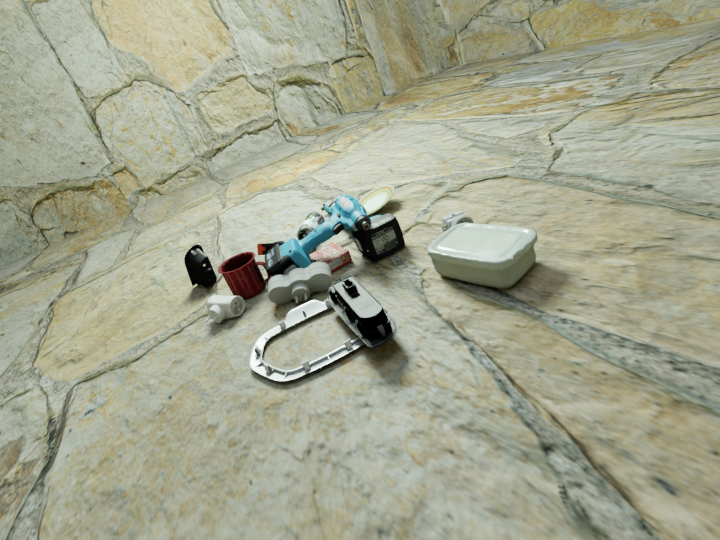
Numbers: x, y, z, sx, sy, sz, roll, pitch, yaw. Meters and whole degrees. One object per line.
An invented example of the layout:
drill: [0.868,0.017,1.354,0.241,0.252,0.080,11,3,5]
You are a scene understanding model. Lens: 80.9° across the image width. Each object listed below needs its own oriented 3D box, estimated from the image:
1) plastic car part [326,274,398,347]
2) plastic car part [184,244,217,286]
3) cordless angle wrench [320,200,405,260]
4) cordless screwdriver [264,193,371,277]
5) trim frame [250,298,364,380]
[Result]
plastic car part: [-0.002,0.054,0.705,0.065,0.065,0.213,-20,28,-15]
plastic car part: [-0.411,-0.003,1.105,0.075,0.112,0.065,31,52,29]
cordless angle wrench: [-0.022,-0.133,1.093,0.097,0.072,0.442,-28,26,-10]
cordless screwdriver: [-0.090,-0.059,0.918,0.249,0.071,0.166,-40,31,3]
trim frame: [-0.081,0.108,0.743,0.247,0.026,0.192,-27,27,-7]
